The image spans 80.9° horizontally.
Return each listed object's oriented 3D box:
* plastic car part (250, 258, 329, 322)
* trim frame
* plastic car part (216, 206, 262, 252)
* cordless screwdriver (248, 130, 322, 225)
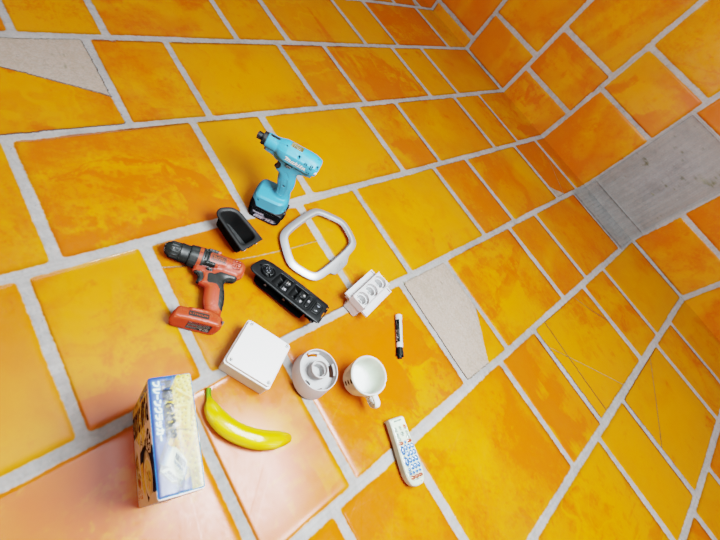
[{"bbox_3d":[-0.174,0.050,0.992,0.203,0.067,0.066,41,48,0],"label":"plastic car part"},{"bbox_3d":[-0.112,-0.073,1.141,0.186,0.028,0.245,44,48,3],"label":"trim frame"},{"bbox_3d":[-0.302,-0.091,1.012,0.118,0.071,0.064,50,48,7],"label":"plastic car part"},{"bbox_3d":[-0.213,-0.225,1.036,0.155,0.251,0.075,30,50,-14],"label":"cordless screwdriver"}]
